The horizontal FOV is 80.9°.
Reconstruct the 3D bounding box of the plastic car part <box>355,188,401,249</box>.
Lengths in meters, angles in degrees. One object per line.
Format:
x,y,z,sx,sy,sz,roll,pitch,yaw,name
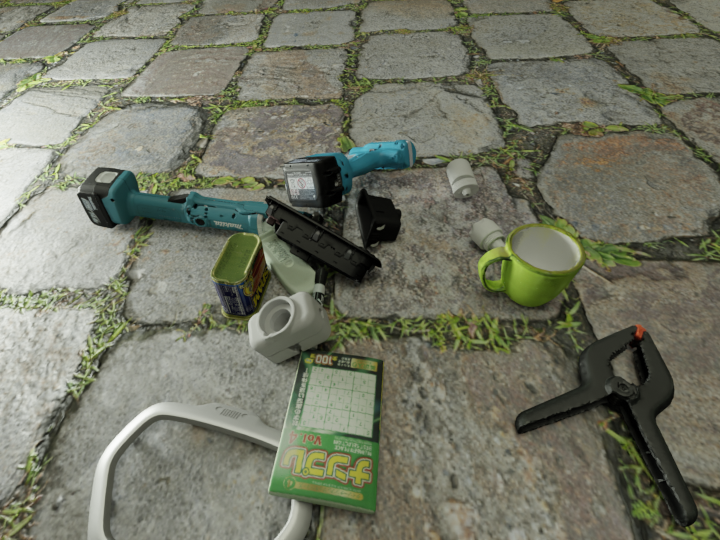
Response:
0.035,-0.092,0.715,0.070,0.065,0.121,6,42,-12,plastic car part

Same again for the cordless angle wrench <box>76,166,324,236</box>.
-0.272,-0.104,0.737,0.429,0.095,0.076,9,48,7,cordless angle wrench

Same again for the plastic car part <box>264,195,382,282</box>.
-0.063,-0.041,0.641,0.205,0.065,0.067,26,75,5,plastic car part

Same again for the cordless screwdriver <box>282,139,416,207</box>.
-0.033,-0.184,0.754,0.168,0.072,0.242,12,31,42,cordless screwdriver

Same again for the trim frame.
-0.172,0.232,0.453,0.255,0.026,0.186,7,49,14,trim frame
